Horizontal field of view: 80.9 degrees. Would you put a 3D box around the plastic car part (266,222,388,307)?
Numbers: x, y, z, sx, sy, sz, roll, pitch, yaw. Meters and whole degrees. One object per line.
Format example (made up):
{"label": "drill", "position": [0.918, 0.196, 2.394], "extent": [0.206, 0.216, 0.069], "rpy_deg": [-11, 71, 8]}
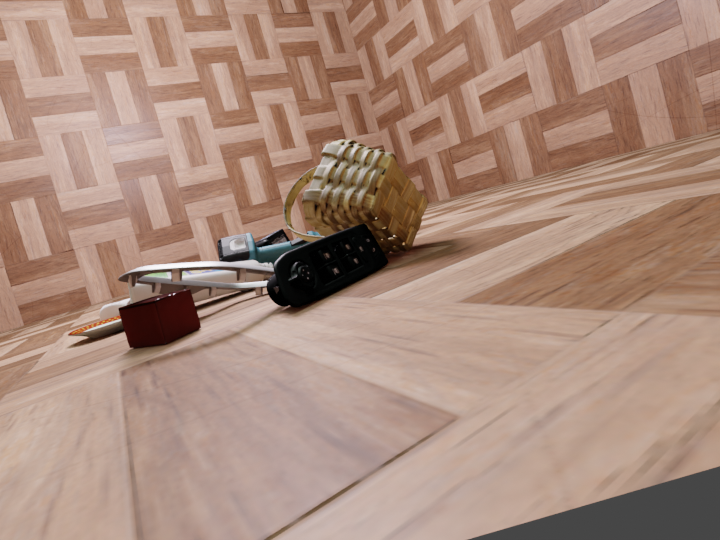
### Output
{"label": "plastic car part", "position": [-0.045, -0.005, 0.524], "extent": [0.069, 0.066, 0.197], "rpy_deg": [-24, 1, 34]}

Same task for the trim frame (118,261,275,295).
{"label": "trim frame", "position": [-0.186, 0.016, 0.554], "extent": [0.191, 0.028, 0.237], "rpy_deg": [-7, -7, 30]}

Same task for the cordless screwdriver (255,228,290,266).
{"label": "cordless screwdriver", "position": [-0.297, -0.020, 1.092], "extent": [0.257, 0.073, 0.156], "rpy_deg": [-18, 14, 39]}

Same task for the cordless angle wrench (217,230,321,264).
{"label": "cordless angle wrench", "position": [-0.090, -0.059, 0.916], "extent": [0.418, 0.078, 0.095], "rpy_deg": [-12, -40, -9]}
